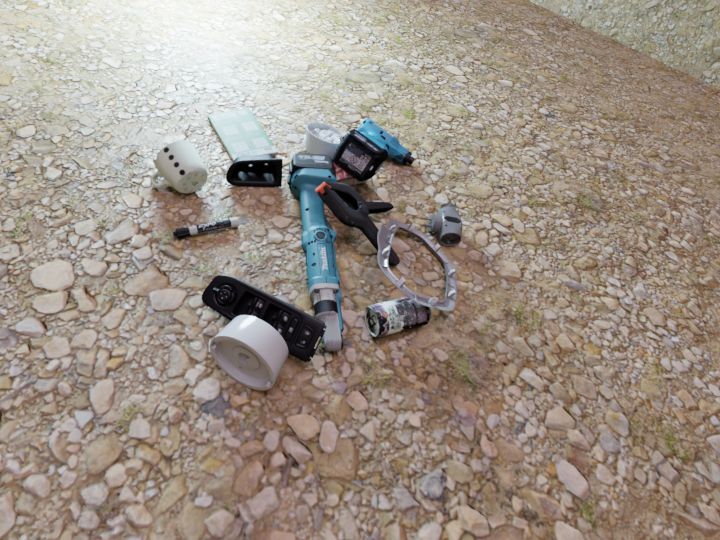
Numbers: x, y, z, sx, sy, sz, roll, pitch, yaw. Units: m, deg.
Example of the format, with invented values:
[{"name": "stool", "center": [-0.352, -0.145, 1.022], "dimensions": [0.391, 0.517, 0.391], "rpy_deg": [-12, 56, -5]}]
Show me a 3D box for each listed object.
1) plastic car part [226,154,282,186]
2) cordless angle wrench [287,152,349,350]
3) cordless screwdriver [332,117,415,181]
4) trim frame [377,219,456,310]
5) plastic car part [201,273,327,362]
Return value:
[{"name": "plastic car part", "center": [-0.228, -0.222, 0.906], "dimensions": [0.114, 0.064, 0.074], "rpy_deg": [-1, 38, -11]}, {"name": "cordless angle wrench", "center": [-0.077, -0.051, 0.792], "dimensions": [0.096, 0.073, 0.439], "rpy_deg": [0, 54, -15]}, {"name": "cordless screwdriver", "center": [0.040, -0.268, 0.959], "dimensions": [0.160, 0.074, 0.248], "rpy_deg": [34, 31, -1]}, {"name": "trim frame", "center": [0.106, -0.019, 0.785], "dimensions": [0.183, 0.027, 0.250], "rpy_deg": [32, 34, -5]}, {"name": "plastic car part", "center": [-0.154, 0.066, 0.675], "dimensions": [0.206, 0.066, 0.066], "rpy_deg": [25, 94, 6]}]
